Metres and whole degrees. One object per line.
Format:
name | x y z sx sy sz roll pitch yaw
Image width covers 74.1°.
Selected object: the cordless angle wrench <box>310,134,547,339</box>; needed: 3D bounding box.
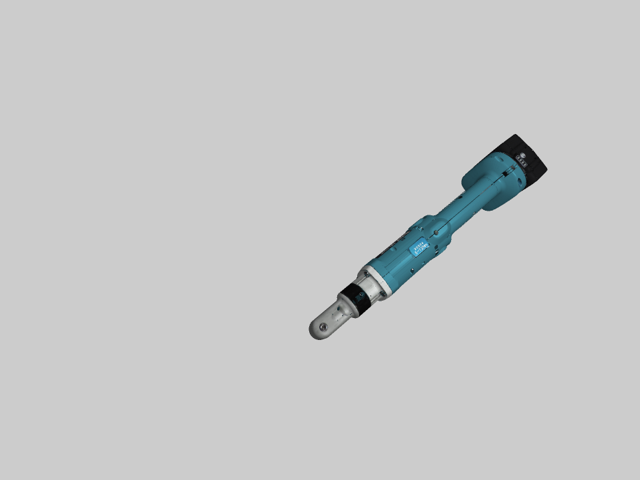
cordless angle wrench | 0.150 -0.003 0.592 0.422 0.074 0.098 -37 -6 -20
